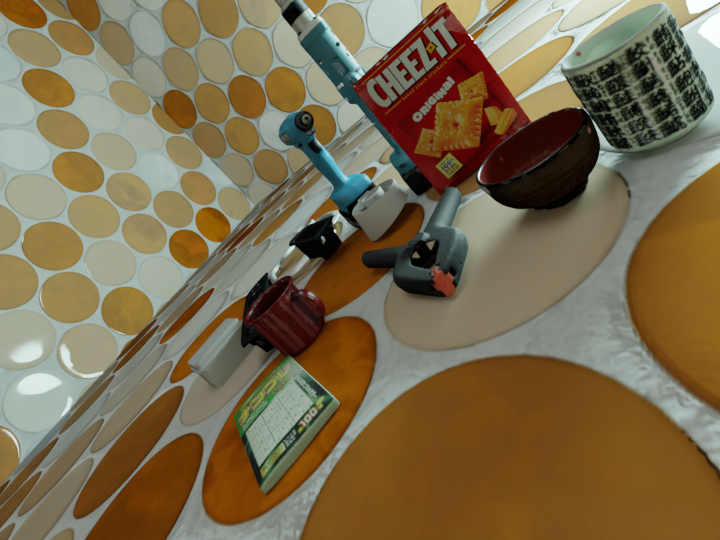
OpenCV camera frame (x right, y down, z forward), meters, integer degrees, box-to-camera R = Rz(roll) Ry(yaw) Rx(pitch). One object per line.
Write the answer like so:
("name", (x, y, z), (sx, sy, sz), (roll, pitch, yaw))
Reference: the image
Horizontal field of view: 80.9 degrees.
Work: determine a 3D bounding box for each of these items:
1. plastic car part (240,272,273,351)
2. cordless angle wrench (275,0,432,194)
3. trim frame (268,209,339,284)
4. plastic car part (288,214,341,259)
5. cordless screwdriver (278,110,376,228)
("plastic car part", (-0.167, 0.078, 0.725), (0.066, 0.065, 0.208), (-41, 19, 7))
("cordless angle wrench", (-0.011, -0.309, 0.699), (0.075, 0.412, 0.099), (-39, 15, 16))
("trim frame", (-0.129, -0.052, 0.975), (0.190, 0.027, 0.248), (-19, 30, 49))
("plastic car part", (-0.080, -0.052, 0.818), (0.120, 0.069, 0.066), (-15, 32, 55))
("cordless screwdriver", (-0.048, -0.187, 0.775), (0.074, 0.242, 0.164), (-45, 16, -7))
